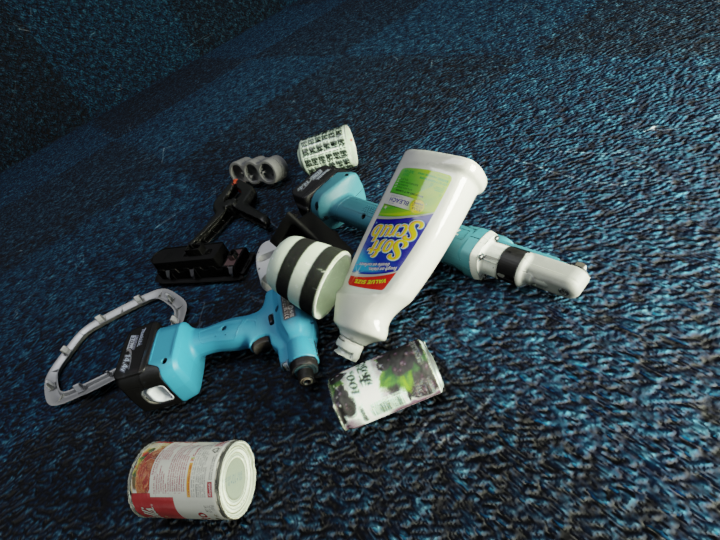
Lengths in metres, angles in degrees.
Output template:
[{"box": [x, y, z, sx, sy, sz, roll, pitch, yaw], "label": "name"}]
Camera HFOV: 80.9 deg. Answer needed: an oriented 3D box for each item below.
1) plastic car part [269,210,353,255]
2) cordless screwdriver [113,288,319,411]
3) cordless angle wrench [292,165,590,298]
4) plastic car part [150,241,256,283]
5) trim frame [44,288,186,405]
[{"box": [-0.059, -0.039, 0.608, 0.066, 0.117, 0.070, -51, 0, 42], "label": "plastic car part"}, {"box": [-0.171, 0.105, 0.522, 0.249, 0.071, 0.166, -21, 39, 1], "label": "cordless screwdriver"}, {"box": [0.071, -0.056, 0.568, 0.097, 0.071, 0.448, -44, 45, -21], "label": "cordless angle wrench"}, {"box": [-0.283, -0.014, 0.722, 0.210, 0.063, 0.067, -6, 50, 26], "label": "plastic car part"}, {"box": [-0.386, 0.112, 0.665, 0.248, 0.026, 0.193, -26, 40, -2], "label": "trim frame"}]
